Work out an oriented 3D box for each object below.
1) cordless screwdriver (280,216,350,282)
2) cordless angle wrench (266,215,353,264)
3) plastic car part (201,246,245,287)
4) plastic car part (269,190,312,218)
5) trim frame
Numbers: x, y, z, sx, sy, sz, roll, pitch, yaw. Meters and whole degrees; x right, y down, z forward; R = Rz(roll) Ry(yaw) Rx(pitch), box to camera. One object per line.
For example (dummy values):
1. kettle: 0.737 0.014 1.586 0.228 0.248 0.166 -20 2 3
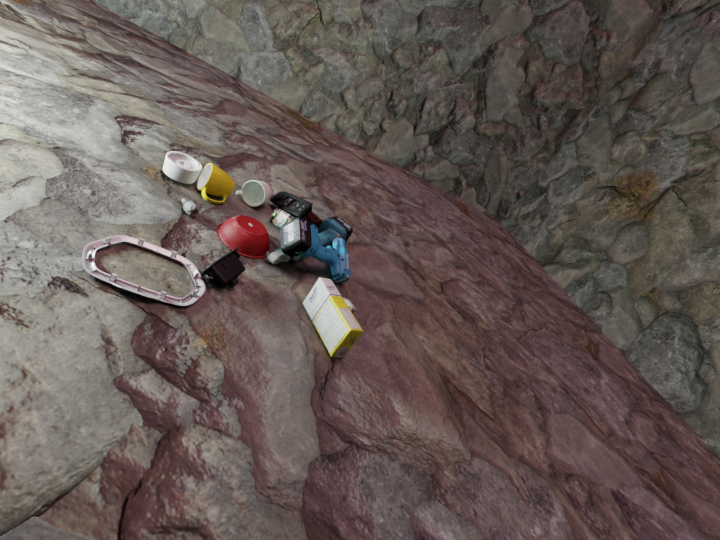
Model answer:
1. cordless screwdriver: -0.118 -0.077 1.208 0.235 0.076 0.164 32 44 -43
2. cordless angle wrench: -0.153 -0.085 1.300 0.100 0.074 0.413 38 28 10
3. plastic car part: -0.308 0.005 0.972 0.070 0.067 0.116 46 25 -7
4. plastic car part: -0.227 -0.214 1.405 0.215 0.066 0.063 32 -15 42
5. trim frame: -0.438 -0.004 0.871 0.240 0.027 0.190 24 26 -20
